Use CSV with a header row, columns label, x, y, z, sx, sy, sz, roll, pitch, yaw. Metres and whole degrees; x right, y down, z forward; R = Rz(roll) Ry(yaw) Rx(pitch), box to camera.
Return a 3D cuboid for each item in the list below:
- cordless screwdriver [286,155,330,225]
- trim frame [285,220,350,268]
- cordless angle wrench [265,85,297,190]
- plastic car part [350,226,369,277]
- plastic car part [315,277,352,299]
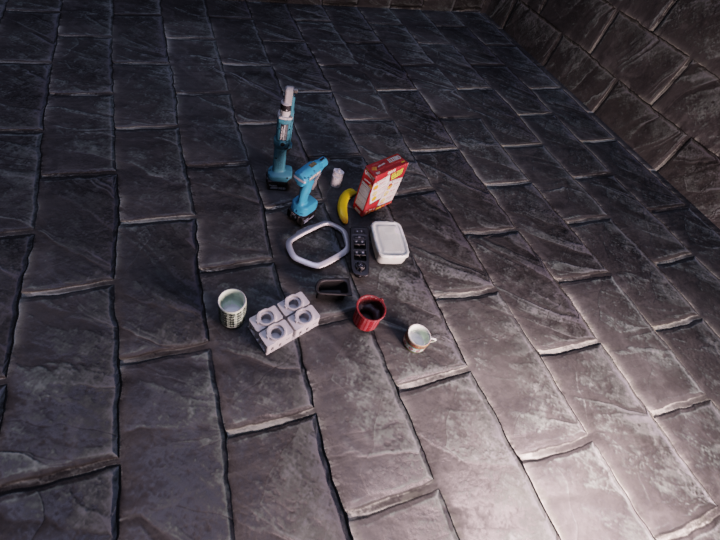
label,x,y,z,sx,sy,sz,roll,pitch,yaw
cordless screwdriver,-0.179,-0.284,1.486,0.076,0.245,0.157,36,53,11
trim frame,-0.145,-0.095,1.483,0.243,0.027,0.192,-33,64,-31
cordless angle wrench,-0.274,-0.460,1.495,0.096,0.416,0.077,5,53,-13
plastic car part,-0.007,-0.057,1.456,0.065,0.066,0.209,6,51,-10
plastic car part,-0.093,0.067,1.339,0.114,0.070,0.068,0,53,-13
